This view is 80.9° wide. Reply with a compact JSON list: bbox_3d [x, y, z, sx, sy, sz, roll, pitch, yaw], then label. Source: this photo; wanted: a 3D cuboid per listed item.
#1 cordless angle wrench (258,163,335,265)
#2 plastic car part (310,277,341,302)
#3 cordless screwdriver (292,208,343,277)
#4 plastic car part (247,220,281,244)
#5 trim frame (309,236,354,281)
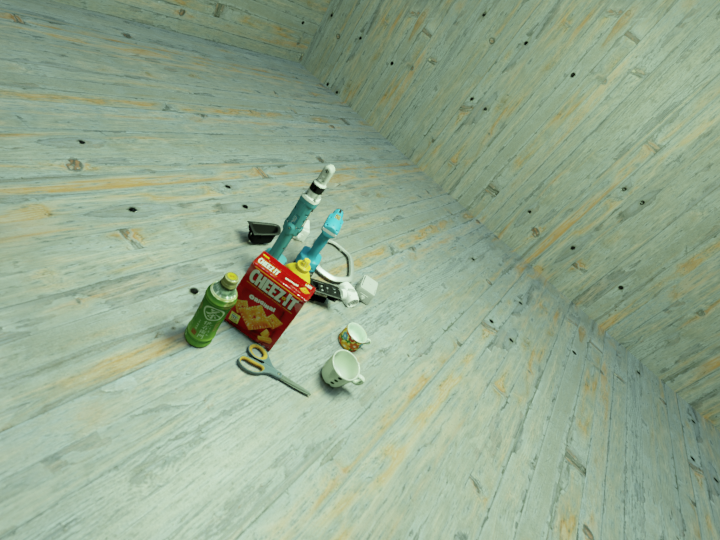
[{"bbox_3d":[-0.190,-0.128,1.200,0.075,0.424,0.097,39,31,1],"label":"cordless angle wrench"},{"bbox_3d":[-0.163,0.056,1.320,0.196,0.067,0.068,23,34,-20],"label":"plastic car part"},{"bbox_3d":[-0.134,-0.087,1.366,0.073,0.249,0.161,33,32,-9],"label":"cordless screwdriver"},{"bbox_3d":[-0.324,-0.117,1.398,0.111,0.071,0.069,3,45,-42],"label":"plastic car part"},{"bbox_3d":[-0.103,-0.040,1.544,0.179,0.027,0.256,24,33,-17],"label":"trim frame"}]
